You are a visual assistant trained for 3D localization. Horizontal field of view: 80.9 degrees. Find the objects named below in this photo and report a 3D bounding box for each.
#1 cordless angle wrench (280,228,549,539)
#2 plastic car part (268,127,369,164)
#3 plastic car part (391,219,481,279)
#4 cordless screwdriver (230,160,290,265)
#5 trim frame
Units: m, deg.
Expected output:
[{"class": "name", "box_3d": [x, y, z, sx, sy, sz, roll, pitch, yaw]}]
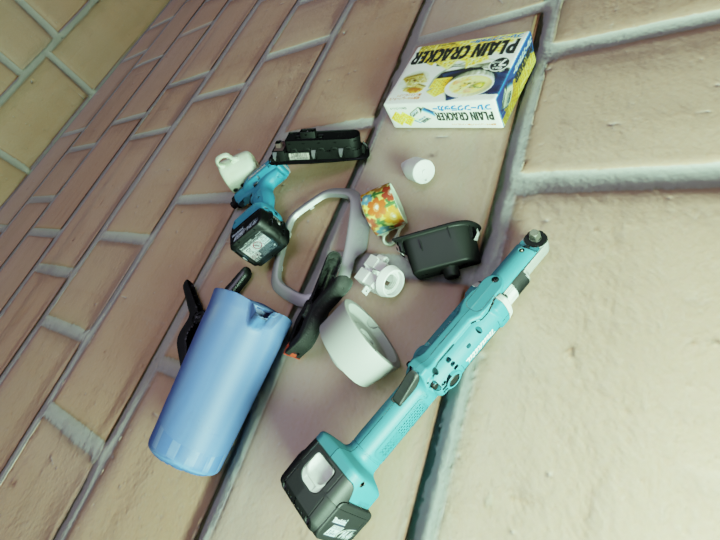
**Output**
[{"class": "cordless angle wrench", "box_3d": [0.087, 0.112, 0.494, 0.421, 0.093, 0.079, -47, 46, -9]}, {"class": "plastic car part", "box_3d": [-0.082, -0.248, 0.836, 0.207, 0.065, 0.067, 4, 36, 11]}, {"class": "plastic car part", "box_3d": [0.113, -0.021, 0.588, 0.120, 0.062, 0.073, -13, 68, 22]}, {"class": "cordless screwdriver", "box_3d": [-0.214, -0.115, 0.847, 0.162, 0.070, 0.258, -33, 39, 22]}, {"class": "trim frame", "box_3d": [-0.073, -0.048, 0.746, 0.191, 0.026, 0.254, -11, 52, 28]}]
